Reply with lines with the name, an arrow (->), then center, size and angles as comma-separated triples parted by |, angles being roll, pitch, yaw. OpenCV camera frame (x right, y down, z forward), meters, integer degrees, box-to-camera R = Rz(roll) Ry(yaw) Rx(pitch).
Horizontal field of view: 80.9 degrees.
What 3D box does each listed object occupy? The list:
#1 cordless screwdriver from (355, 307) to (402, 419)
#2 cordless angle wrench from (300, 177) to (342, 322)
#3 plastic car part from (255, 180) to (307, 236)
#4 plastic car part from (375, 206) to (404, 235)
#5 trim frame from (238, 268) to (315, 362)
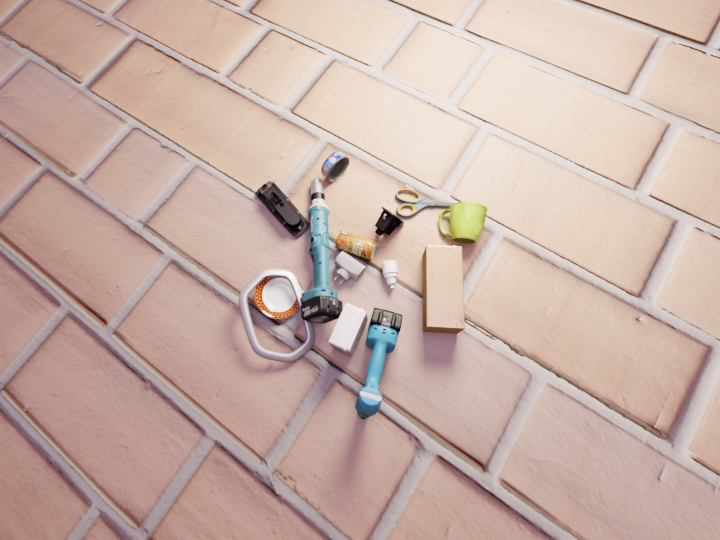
cordless screwdriver -> 0.036, 0.226, 1.016 | 0.075, 0.155, 0.252 | 14, 57, 3
cordless angle wrench -> -0.113, -0.074, 1.154 | 0.101, 0.070, 0.434 | -28, 56, 41
plastic car part -> -0.226, -0.187, 1.223 | 0.065, 0.066, 0.209 | -36, 73, -16
plastic car part -> 0.069, -0.127, 1.147 | 0.068, 0.113, 0.071 | 36, 101, 13
trim frame -> -0.214, 0.115, 1.103 | 0.182, 0.027, 0.253 | -18, 77, -11
